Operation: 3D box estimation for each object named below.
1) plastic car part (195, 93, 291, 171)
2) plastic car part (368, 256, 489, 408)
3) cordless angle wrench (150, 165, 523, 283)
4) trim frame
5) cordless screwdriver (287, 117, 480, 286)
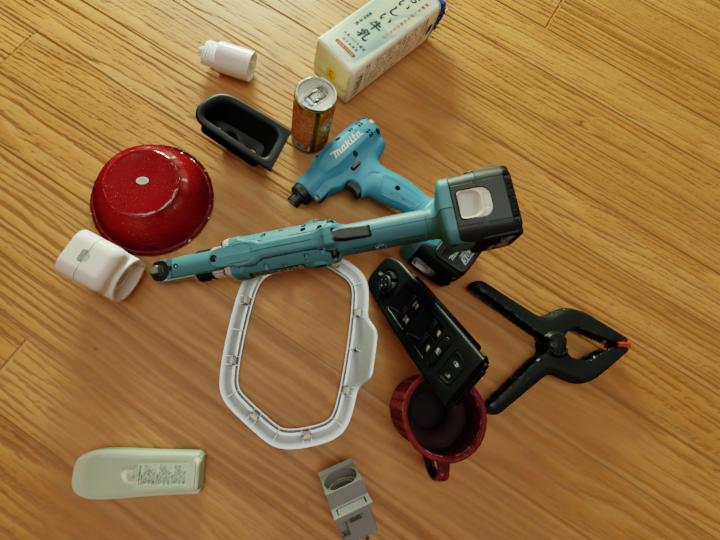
[{"bbox_3d":[-0.164,-0.182,0.571,0.113,0.072,0.066,29,72,-15],"label":"plastic car part"},{"bbox_3d":[0.077,0.055,0.487,0.064,0.066,0.214,6,30,-34],"label":"plastic car part"},{"bbox_3d":[-0.048,-0.031,0.492,0.430,0.095,0.075,-10,80,11],"label":"cordless angle wrench"},{"bbox_3d":[-0.073,0.087,0.525,0.183,0.027,0.252,11,71,-3],"label":"trim frame"},{"bbox_3d":[0.035,-0.077,0.560,0.254,0.073,0.158,42,76,11],"label":"cordless screwdriver"}]
